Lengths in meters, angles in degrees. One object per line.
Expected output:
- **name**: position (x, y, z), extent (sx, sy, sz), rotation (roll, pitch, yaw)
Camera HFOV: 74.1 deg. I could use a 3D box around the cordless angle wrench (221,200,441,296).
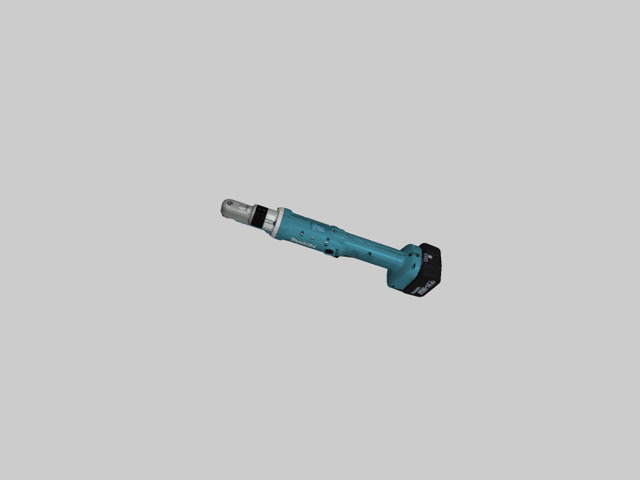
- **cordless angle wrench**: position (0.021, 0.002, 0.796), extent (0.423, 0.074, 0.098), rotation (18, -36, -10)
